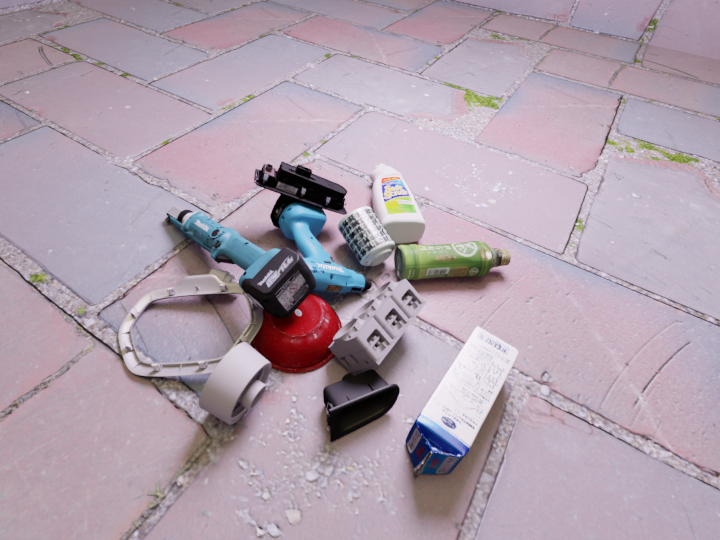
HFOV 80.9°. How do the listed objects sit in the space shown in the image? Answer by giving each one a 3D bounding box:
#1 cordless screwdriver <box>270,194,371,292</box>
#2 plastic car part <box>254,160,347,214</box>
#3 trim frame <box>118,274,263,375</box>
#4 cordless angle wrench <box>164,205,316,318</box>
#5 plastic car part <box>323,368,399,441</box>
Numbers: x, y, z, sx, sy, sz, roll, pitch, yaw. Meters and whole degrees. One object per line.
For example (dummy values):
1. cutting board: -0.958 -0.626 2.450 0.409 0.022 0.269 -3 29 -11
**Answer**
1. cordless screwdriver: -0.081 -0.053 0.833 0.151 0.074 0.261 10 37 -34
2. plastic car part: -0.110 -0.172 0.853 0.195 0.067 0.069 22 23 -21
3. trim frame: -0.284 0.086 0.703 0.251 0.026 0.190 -6 49 6
4. cordless angle wrench: -0.255 -0.050 0.783 0.448 0.070 0.097 27 68 39
5. plastic car part: -0.009 0.187 0.630 0.113 0.064 0.075 -19 37 -26
